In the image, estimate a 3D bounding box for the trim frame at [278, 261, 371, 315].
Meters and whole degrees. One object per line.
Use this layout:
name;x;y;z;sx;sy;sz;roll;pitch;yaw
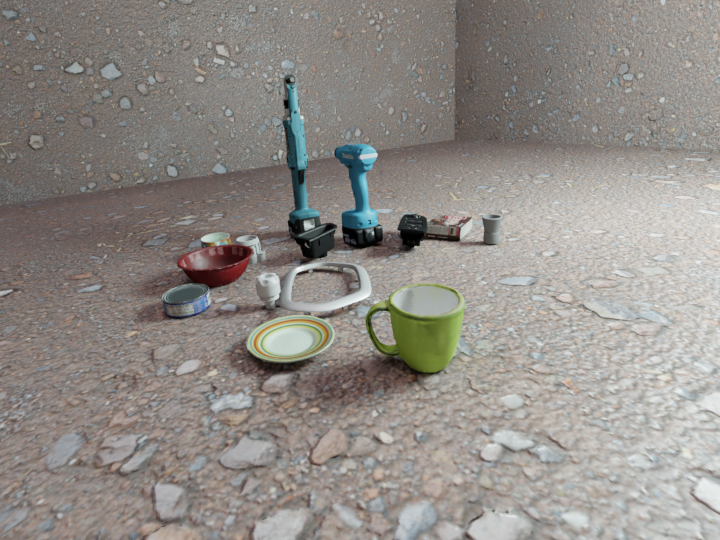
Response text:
trim frame;-0.074;0.028;0.813;0.184;0.027;0.254;-6;21;-2

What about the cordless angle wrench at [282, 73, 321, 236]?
cordless angle wrench;-0.167;-0.293;1.122;0.072;0.414;0.102;-11;20;-20

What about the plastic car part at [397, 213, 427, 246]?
plastic car part;0.130;-0.098;1.029;0.068;0.065;0.203;-1;22;10

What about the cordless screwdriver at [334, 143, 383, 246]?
cordless screwdriver;-0.015;-0.191;1.058;0.072;0.243;0.167;-13;21;-26

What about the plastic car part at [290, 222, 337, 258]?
plastic car part;-0.097;-0.063;0.992;0.070;0.069;0.113;13;27;41
